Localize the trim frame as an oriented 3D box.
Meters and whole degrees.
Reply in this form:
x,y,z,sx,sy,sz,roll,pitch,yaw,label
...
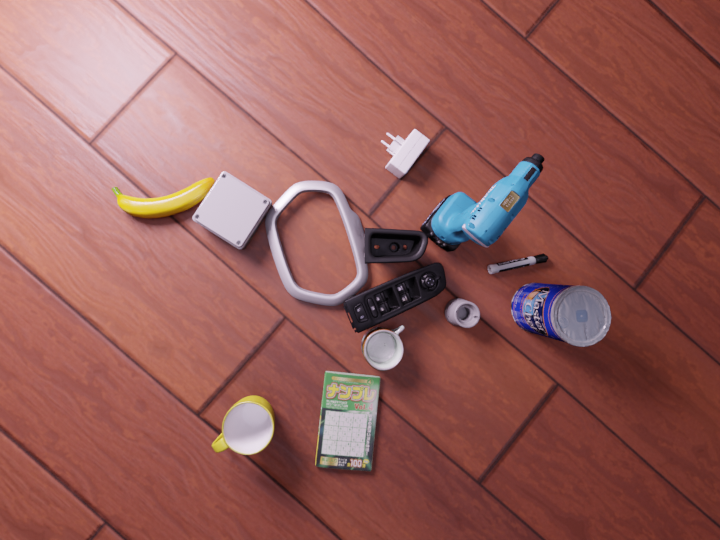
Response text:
x,y,z,sx,sy,sz,roll,pitch,yaw,label
-0.080,-0.052,0.816,0.183,0.027,0.249,-19,88,-4,trim frame

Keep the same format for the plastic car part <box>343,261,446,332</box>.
x,y,z,sx,sy,sz,roll,pitch,yaw,label
0.067,0.046,0.799,0.202,0.067,0.066,-23,91,-4,plastic car part

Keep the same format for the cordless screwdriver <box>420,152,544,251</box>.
x,y,z,sx,sy,sz,roll,pitch,yaw,label
0.202,-0.109,0.723,0.074,0.251,0.159,40,85,-6,cordless screwdriver

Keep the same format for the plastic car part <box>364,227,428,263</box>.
x,y,z,sx,sy,sz,roll,pitch,yaw,label
0.061,-0.045,0.801,0.116,0.071,0.066,1,89,-5,plastic car part
